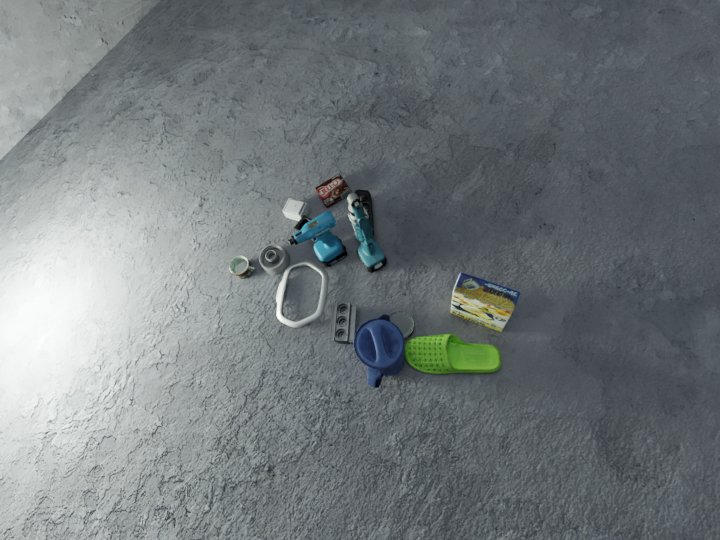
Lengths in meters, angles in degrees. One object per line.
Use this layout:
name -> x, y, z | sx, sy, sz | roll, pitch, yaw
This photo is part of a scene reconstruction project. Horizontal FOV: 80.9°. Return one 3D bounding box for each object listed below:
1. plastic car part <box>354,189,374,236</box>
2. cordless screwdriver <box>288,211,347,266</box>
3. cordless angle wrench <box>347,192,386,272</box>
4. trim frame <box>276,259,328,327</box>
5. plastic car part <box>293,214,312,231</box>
plastic car part -> 0.013, -0.197, 1.504 | 0.067, 0.064, 0.208 | -7, 65, 9
cordless screwdriver -> -0.136, -0.089, 1.394 | 0.159, 0.239, 0.077 | -30, 66, -2
cordless angle wrench -> 0.010, -0.115, 1.275 | 0.074, 0.406, 0.102 | -29, 66, -3
trim frame -> -0.203, 0.076, 1.456 | 0.189, 0.026, 0.253 | 0, 66, 14
plastic car part -> -0.170, -0.138, 1.522 | 0.122, 0.068, 0.066 | 30, 76, 23
